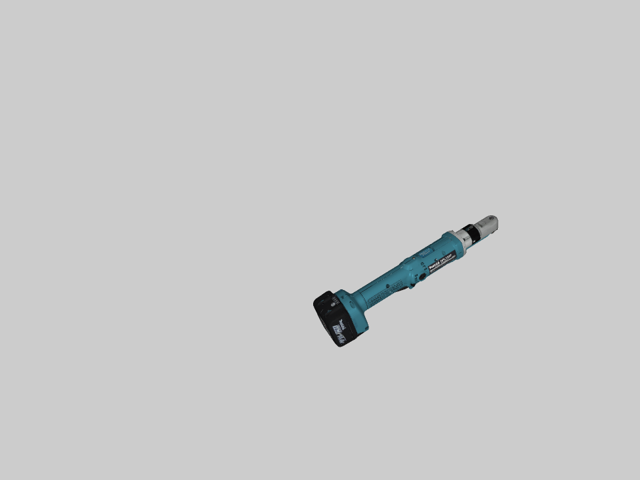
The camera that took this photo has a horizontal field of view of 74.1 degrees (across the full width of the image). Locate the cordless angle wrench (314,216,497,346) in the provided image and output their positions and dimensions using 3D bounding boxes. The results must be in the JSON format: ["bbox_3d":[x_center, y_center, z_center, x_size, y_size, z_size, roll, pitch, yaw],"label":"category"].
[{"bbox_3d":[0.189,0.061,0.855,0.422,0.098,0.074,-30,41,-10],"label":"cordless angle wrench"}]
